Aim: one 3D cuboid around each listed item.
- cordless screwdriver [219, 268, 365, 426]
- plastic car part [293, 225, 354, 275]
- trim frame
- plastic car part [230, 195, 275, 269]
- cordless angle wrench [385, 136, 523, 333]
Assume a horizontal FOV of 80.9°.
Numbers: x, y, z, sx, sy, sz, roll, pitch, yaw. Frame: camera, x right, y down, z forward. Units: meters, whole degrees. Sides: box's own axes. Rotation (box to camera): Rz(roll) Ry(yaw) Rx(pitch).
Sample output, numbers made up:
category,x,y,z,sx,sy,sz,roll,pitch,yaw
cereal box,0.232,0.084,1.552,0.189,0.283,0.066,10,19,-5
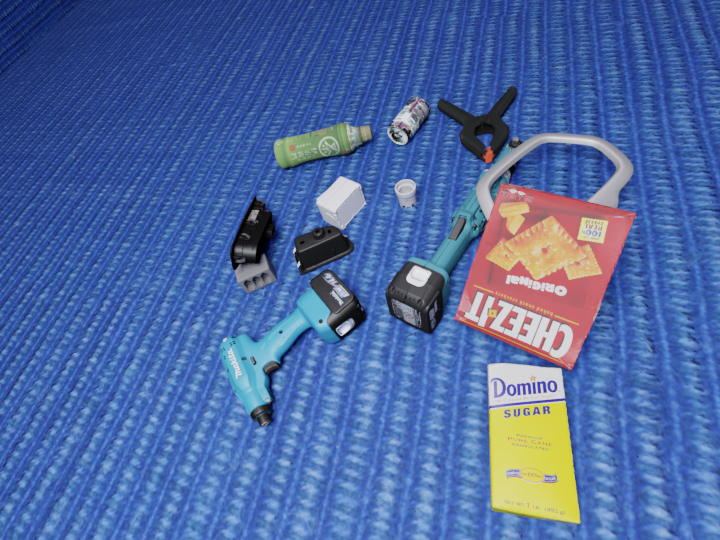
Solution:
category,x,y,z,sx,sy,sz,roll,pitch,yaw
cordless screwdriver,-0.104,0.122,0.692,0.248,0.070,0.168,-35,53,-2
plastic car part,-0.078,-0.051,0.802,0.117,0.067,0.069,-24,54,5
trim frame,0.305,-0.137,0.676,0.247,0.026,0.194,-39,55,-11
plastic car part,-0.207,-0.069,0.829,0.067,0.065,0.206,12,35,-1
cordless angle wrench,0.187,-0.086,0.731,0.078,0.093,0.421,23,63,29
